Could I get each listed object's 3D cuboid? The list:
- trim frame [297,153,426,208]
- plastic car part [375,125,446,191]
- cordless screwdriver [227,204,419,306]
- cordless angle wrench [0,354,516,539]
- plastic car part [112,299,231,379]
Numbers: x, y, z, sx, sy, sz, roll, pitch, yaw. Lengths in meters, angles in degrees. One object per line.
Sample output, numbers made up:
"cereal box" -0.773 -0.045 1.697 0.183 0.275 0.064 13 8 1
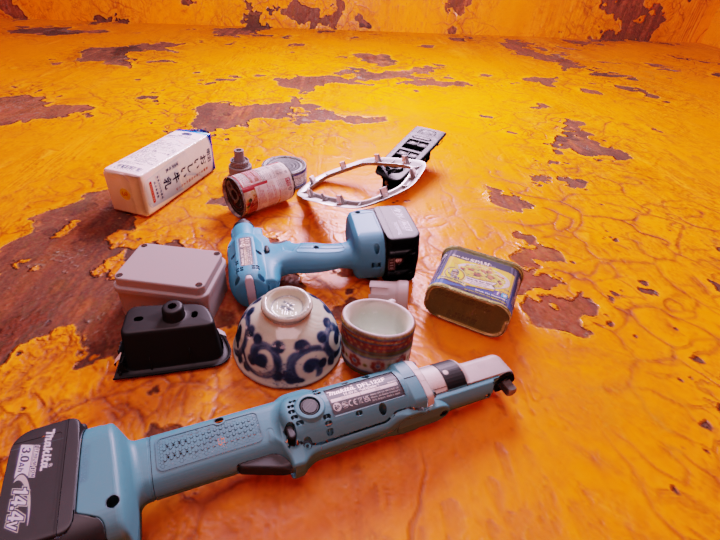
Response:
"trim frame" -0.007 -0.150 0.698 0.181 0.026 0.262 -34 33 -20
"plastic car part" 0.090 -0.210 0.809 0.069 0.065 0.201 27 47 17
"cordless screwdriver" -0.056 -0.037 0.578 0.245 0.072 0.167 -10 39 -10
"cordless angle wrench" -0.046 0.134 0.360 0.412 0.072 0.103 -11 39 -20
"plastic car part" -0.198 0.063 0.441 0.115 0.069 0.069 -6 39 -7
